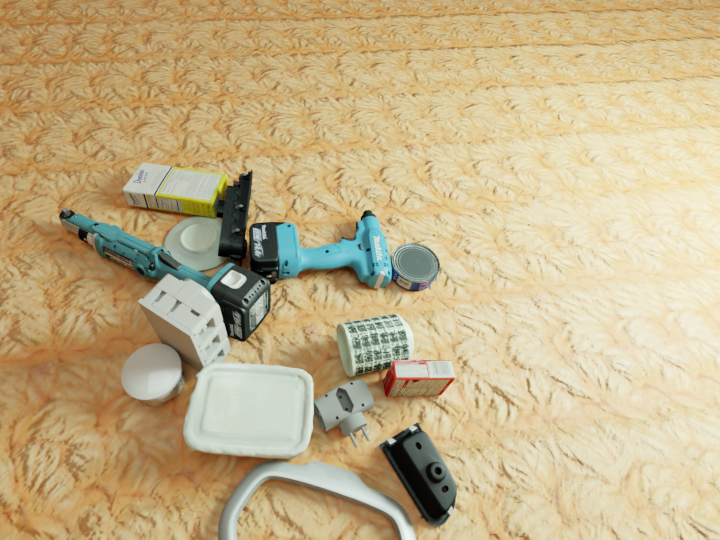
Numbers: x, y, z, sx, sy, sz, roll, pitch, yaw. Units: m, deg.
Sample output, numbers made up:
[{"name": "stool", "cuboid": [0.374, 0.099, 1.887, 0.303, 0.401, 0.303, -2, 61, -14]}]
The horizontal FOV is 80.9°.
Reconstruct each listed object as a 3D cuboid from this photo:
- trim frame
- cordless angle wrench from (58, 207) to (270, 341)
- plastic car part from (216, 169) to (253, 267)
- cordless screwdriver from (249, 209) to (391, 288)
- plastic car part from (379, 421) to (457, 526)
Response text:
[{"name": "trim frame", "cuboid": [-0.051, 0.333, 0.509, 0.252, 0.027, 0.187, 12, 55, 7]}, {"name": "cordless angle wrench", "cuboid": [-0.348, -0.015, 0.708, 0.437, 0.095, 0.074, 22, 44, 17]}, {"name": "plastic car part", "cuboid": [-0.230, -0.097, 0.775, 0.065, 0.066, 0.210, 7, 54, -23]}, {"name": "cordless screwdriver", "cuboid": [-0.074, -0.048, 0.757, 0.245, 0.073, 0.165, 1, 54, -9]}, {"name": "plastic car part", "cuboid": [0.086, 0.258, 0.546, 0.065, 0.069, 0.122, -23, 57, -20]}]
